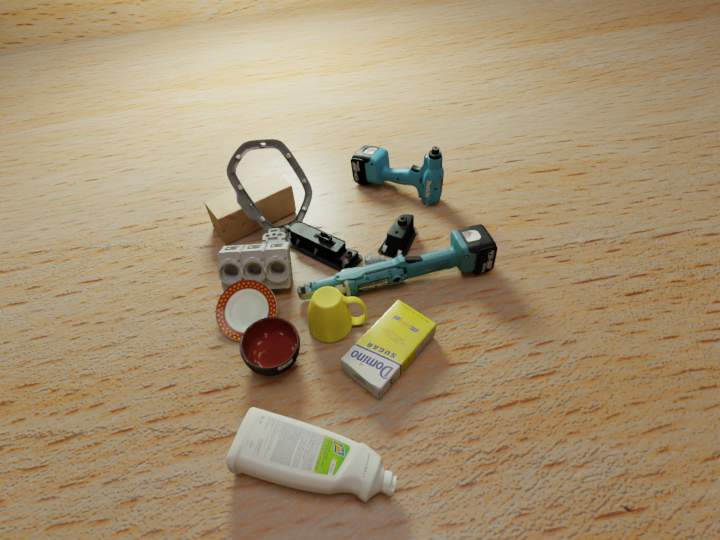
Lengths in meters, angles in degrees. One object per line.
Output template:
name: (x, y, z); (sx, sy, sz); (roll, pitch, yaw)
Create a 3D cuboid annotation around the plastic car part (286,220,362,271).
plastic car part: (-0.098, -0.064, 0.999); (0.213, 0.064, 0.066); (23, 60, 28)

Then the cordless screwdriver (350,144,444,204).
cordless screwdriver: (0.097, -0.274, 1.106); (0.261, 0.153, 0.074); (23, 52, 26)

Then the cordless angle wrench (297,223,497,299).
cordless angle wrench: (0.071, 0.000, 0.907); (0.422, 0.094, 0.078); (-14, 47, -2)

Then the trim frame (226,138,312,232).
trim frame: (-0.215, -0.202, 1.028); (0.183, 0.238, 0.029); (-40, 30, -14)

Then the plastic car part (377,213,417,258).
plastic car part: (0.094, -0.091, 0.994); (0.068, 0.068, 0.116); (19, 54, 18)
